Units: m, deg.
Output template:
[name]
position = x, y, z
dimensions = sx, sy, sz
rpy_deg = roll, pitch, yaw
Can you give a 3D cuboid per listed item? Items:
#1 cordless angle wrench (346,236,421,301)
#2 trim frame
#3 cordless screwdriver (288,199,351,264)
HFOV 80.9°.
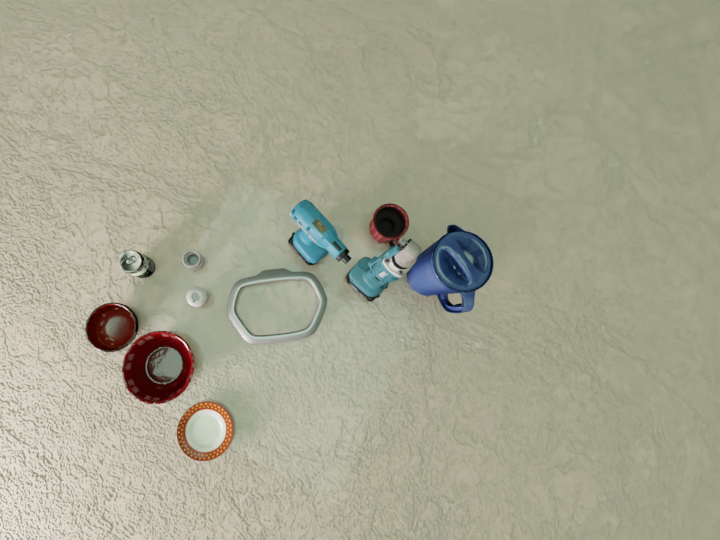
[cordless angle wrench]
position = 0.050, -0.003, 0.886
dimensions = 0.098, 0.423, 0.074
rpy_deg = 43, 77, -1
[trim frame]
position = -0.205, 0.085, 1.048
dimensions = 0.246, 0.027, 0.187
rpy_deg = -7, 79, -6
[cordless screwdriver]
position = -0.095, -0.062, 0.975
dimensions = 0.074, 0.249, 0.160
rpy_deg = -42, 89, -13
